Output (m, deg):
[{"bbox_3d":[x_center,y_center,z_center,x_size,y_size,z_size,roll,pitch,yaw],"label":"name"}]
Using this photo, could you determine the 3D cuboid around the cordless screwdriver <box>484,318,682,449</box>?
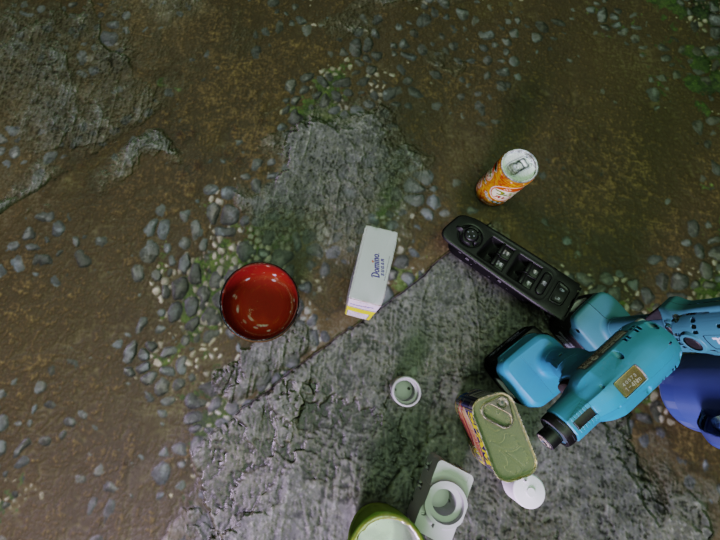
[{"bbox_3d":[0.223,0.130,0.501,0.158,0.246,0.075,-37,84,-10],"label":"cordless screwdriver"}]

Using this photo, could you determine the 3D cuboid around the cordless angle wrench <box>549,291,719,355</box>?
[{"bbox_3d":[0.353,0.056,0.431,0.074,0.419,0.099,-39,85,-11],"label":"cordless angle wrench"}]

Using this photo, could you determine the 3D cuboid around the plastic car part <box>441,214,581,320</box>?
[{"bbox_3d":[0.212,-0.009,0.627,0.206,0.066,0.066,37,79,8],"label":"plastic car part"}]
